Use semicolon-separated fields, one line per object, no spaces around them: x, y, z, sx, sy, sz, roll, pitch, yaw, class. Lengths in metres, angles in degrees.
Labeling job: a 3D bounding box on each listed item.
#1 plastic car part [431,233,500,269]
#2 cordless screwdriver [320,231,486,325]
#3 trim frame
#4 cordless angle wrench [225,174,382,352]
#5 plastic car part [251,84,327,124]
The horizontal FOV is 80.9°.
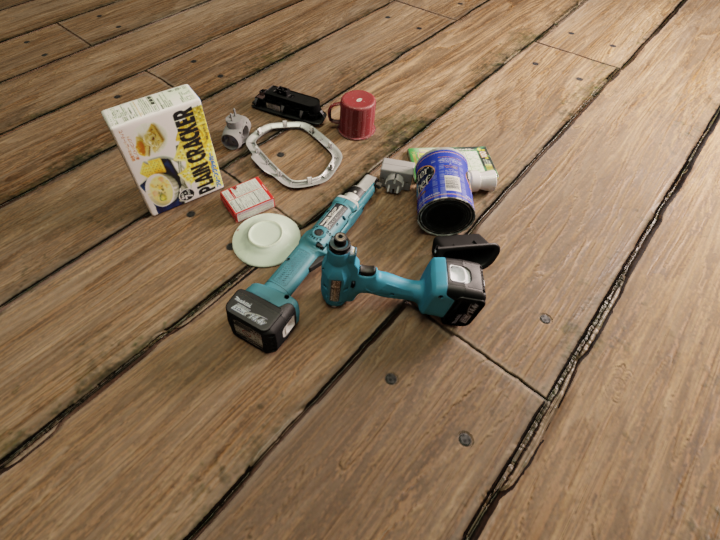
0.175;-0.037;0.753;0.115;0.064;0.074;-9;39;-11;plastic car part
0.063;0.010;0.653;0.250;0.155;0.076;7;53;3;cordless screwdriver
-0.153;-0.271;0.955;0.181;0.027;0.261;-31;59;-20;trim frame
-0.074;-0.048;0.757;0.101;0.072;0.421;23;54;16;cordless angle wrench
-0.174;-0.418;1.051;0.209;0.065;0.066;26;49;16;plastic car part
